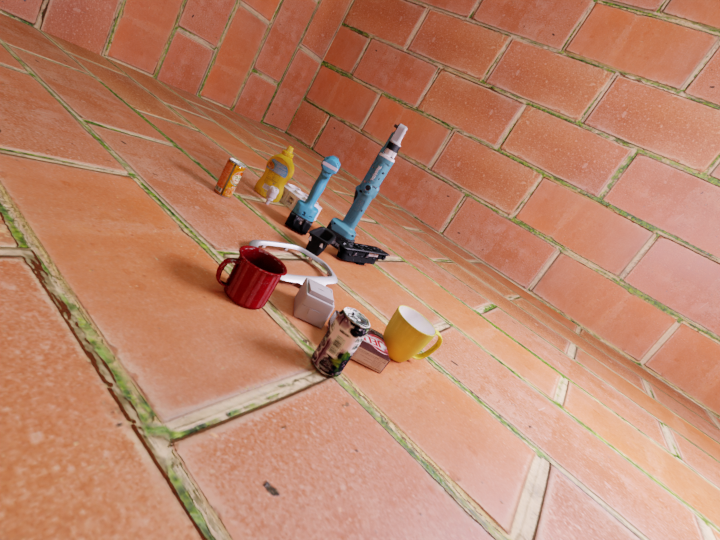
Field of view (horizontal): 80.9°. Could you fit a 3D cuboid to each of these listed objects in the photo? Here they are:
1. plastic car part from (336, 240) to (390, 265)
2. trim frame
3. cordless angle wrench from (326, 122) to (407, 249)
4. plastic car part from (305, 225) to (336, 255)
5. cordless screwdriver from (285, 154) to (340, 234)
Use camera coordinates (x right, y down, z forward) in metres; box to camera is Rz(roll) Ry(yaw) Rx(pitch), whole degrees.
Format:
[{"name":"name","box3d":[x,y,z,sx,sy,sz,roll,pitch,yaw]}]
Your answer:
[{"name":"plastic car part","box3d":[-0.004,-0.052,1.289,0.192,0.067,0.070,12,24,-46]},{"name":"trim frame","box3d":[-0.156,-0.015,0.987,0.194,0.027,0.236,41,19,33]},{"name":"cordless angle wrench","box3d":[0.024,-0.256,1.308,0.100,0.422,0.073,34,16,8]},{"name":"plastic car part","box3d":[-0.113,-0.074,1.159,0.067,0.071,0.115,32,16,4]},{"name":"cordless screwdriver","box3d":[-0.136,-0.237,1.287,0.073,0.248,0.161,29,16,-8]}]
